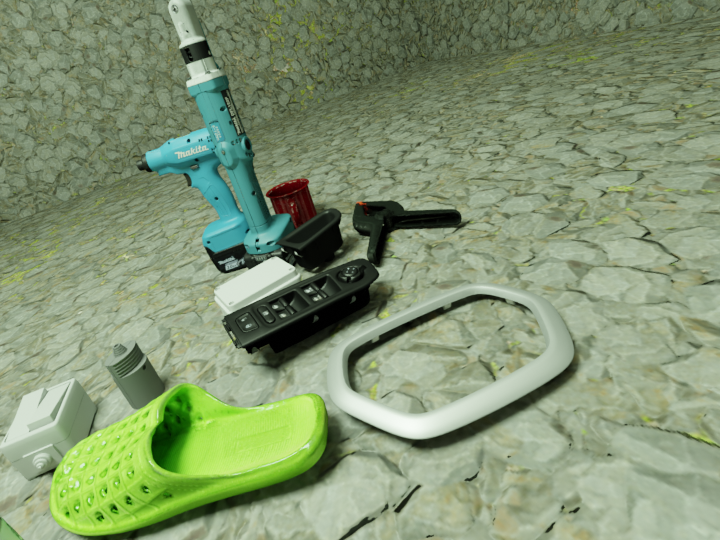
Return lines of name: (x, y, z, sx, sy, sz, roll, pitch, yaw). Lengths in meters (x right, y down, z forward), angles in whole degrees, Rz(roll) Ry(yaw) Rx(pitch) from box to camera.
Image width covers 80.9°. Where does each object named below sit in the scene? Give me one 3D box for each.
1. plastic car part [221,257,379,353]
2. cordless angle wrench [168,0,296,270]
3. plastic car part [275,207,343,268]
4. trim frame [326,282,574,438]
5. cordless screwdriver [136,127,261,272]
plastic car part: (-0.061, 0.048, 0.522, 0.199, 0.065, 0.070, -29, 29, -19)
cordless angle wrench: (-0.195, -0.188, 0.654, 0.077, 0.408, 0.098, -7, 27, 20)
plastic car part: (-0.067, -0.044, 0.681, 0.114, 0.068, 0.070, -37, 33, -31)
trim frame: (0.083, 0.077, 0.427, 0.245, 0.026, 0.193, -25, 29, -12)
cordless screwdriver: (-0.275, -0.116, 0.750, 0.160, 0.240, 0.076, -15, 26, 5)
